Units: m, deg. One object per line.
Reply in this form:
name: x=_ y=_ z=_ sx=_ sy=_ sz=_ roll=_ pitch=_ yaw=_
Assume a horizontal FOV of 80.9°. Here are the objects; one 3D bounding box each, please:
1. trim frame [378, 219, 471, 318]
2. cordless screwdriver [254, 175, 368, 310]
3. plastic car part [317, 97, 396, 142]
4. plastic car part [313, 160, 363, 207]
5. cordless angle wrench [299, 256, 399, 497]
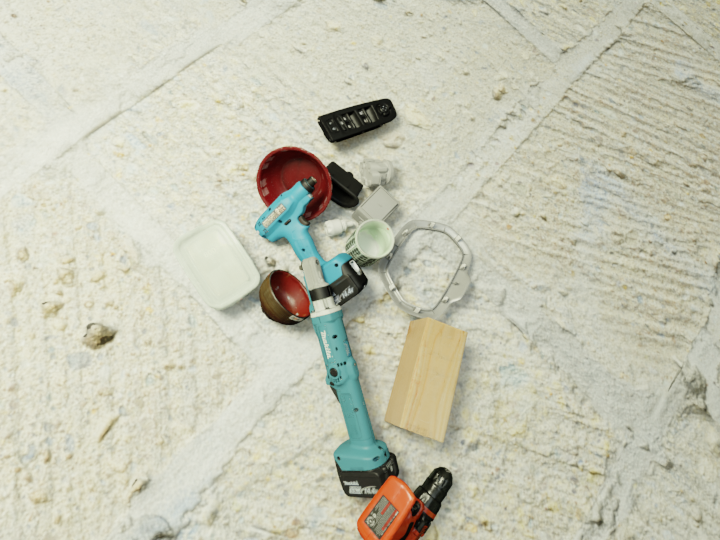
trim frame: x=0.144 y=-0.011 z=0.900 sx=0.186 sy=0.027 sz=0.247 roll=34 pitch=59 yaw=5
cordless screwdriver: x=-0.082 y=-0.053 z=0.836 sx=0.160 sy=0.073 sz=0.252 roll=-43 pitch=84 yaw=19
plastic car part: x=-0.005 y=-0.335 z=0.964 sx=0.199 sy=0.067 sz=0.068 roll=-28 pitch=76 yaw=-21
plastic car part: x=-0.045 y=-0.194 z=0.927 sx=0.116 sy=0.066 sz=0.071 roll=34 pitch=57 yaw=-4
cordless angle wrench: x=-0.036 y=0.179 z=0.769 sx=0.101 sy=0.071 sz=0.426 roll=-19 pitch=84 yaw=31
